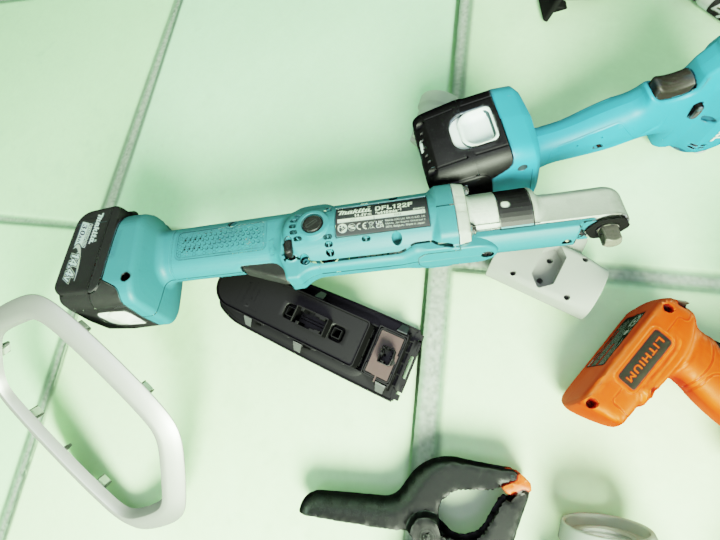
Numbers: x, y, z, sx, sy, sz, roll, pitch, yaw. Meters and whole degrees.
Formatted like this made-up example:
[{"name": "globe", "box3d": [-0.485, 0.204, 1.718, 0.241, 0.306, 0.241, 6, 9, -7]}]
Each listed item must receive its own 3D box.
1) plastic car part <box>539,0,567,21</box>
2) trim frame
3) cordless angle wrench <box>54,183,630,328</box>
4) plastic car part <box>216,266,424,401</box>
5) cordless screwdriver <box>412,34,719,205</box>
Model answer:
[{"name": "plastic car part", "box3d": [0.228, -0.299, 0.391, 0.070, 0.116, 0.067, 4, 74, -11]}, {"name": "trim frame", "box3d": [-0.246, 0.126, 0.373, 0.252, 0.027, 0.184, 39, 116, 6]}, {"name": "cordless angle wrench", "box3d": [-0.033, -0.021, 0.334, 0.431, 0.071, 0.100, -6, 61, 13]}, {"name": "plastic car part", "box3d": [-0.053, 0.044, 0.380, 0.212, 0.064, 0.066, 21, 86, 23]}, {"name": "cordless screwdriver", "box3d": [0.169, -0.118, 0.317, 0.253, 0.153, 0.076, -13, 72, 12]}]
